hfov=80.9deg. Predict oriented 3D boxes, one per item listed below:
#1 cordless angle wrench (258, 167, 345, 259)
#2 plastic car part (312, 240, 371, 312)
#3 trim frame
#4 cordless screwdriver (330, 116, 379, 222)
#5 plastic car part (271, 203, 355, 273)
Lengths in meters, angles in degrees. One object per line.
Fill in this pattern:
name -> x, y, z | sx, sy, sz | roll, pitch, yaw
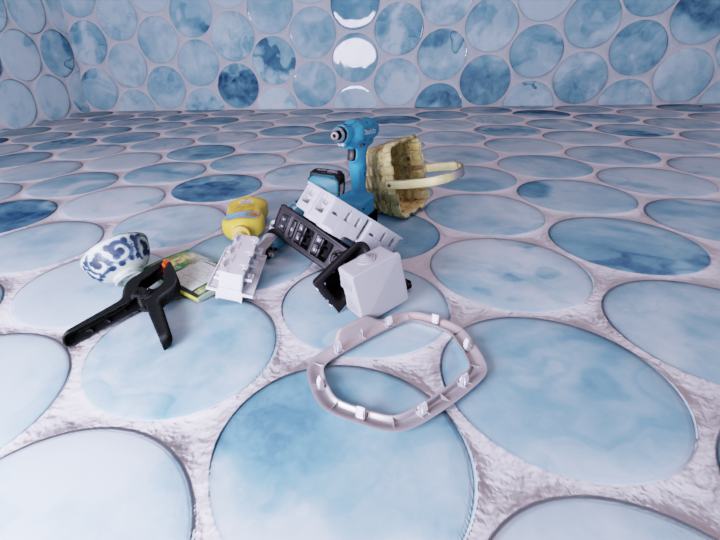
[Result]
cordless angle wrench -> -0.141, -0.138, 0.993 | 0.101, 0.072, 0.423 | 9, 33, 13
plastic car part -> -0.035, 0.005, 0.711 | 0.115, 0.064, 0.074 | -49, 22, -25
trim frame -> 0.048, 0.117, 0.557 | 0.241, 0.027, 0.195 | -24, 34, -30
cordless screwdriver -> -0.018, -0.193, 0.896 | 0.078, 0.243, 0.156 | 13, 25, 25
plastic car part -> -0.079, -0.052, 0.812 | 0.213, 0.066, 0.064 | 36, 16, 29
